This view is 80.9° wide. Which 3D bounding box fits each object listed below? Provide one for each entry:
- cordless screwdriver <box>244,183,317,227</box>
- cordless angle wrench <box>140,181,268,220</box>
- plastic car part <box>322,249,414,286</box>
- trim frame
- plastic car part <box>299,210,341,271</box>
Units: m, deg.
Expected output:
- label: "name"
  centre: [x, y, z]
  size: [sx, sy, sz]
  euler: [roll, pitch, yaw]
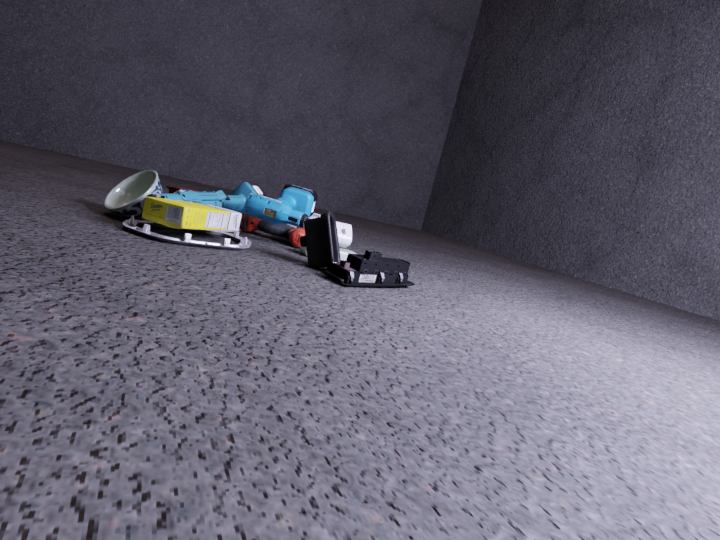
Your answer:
- label: "cordless screwdriver"
  centre: [-0.164, -0.156, 1.050]
  size: [0.163, 0.073, 0.246]
  euler: [18, 18, 9]
- label: "cordless angle wrench"
  centre: [-0.348, -0.156, 0.974]
  size: [0.075, 0.099, 0.415]
  euler: [52, 17, 1]
- label: "plastic car part"
  centre: [0.026, -0.002, 0.786]
  size: [0.192, 0.067, 0.070]
  euler: [9, 5, -44]
- label: "trim frame"
  centre: [-0.325, -0.074, 0.816]
  size: [0.236, 0.027, 0.195]
  euler: [3, 13, -39]
- label: "plastic car part"
  centre: [-0.079, -0.052, 0.806]
  size: [0.072, 0.116, 0.065]
  euler: [-9, 3, 12]
